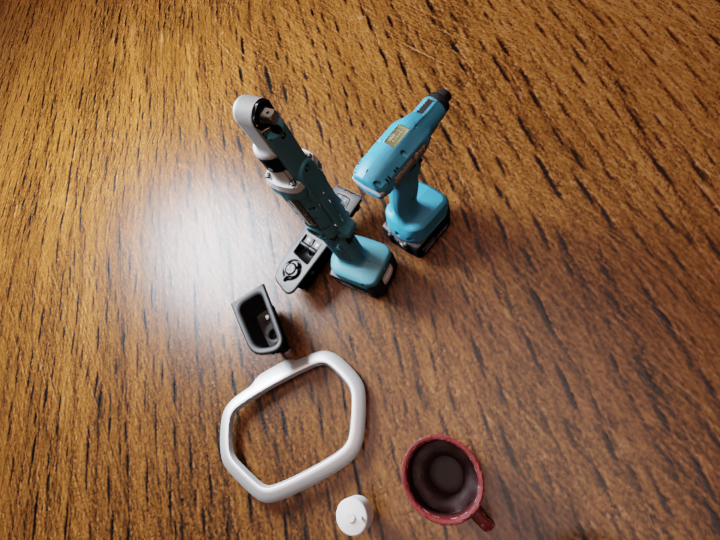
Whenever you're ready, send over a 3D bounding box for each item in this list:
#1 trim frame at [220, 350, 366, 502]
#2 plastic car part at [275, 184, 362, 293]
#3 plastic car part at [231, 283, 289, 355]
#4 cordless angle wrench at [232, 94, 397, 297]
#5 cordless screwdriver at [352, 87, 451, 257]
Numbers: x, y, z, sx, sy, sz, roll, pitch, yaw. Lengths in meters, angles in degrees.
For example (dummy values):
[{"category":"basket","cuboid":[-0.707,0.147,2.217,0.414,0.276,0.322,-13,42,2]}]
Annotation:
[{"category":"trim frame","cuboid":[-0.104,0.228,0.642,0.250,0.026,0.192,-32,61,5]},{"category":"plastic car part","cuboid":[-0.071,-0.046,0.727,0.070,0.064,0.203,33,82,27]},{"category":"plastic car part","cuboid":[-0.154,0.093,0.695,0.066,0.067,0.122,-33,61,3]},{"category":"cordless angle wrench","cuboid":[-0.043,-0.068,0.530,0.102,0.403,0.074,22,77,24]},{"category":"cordless screwdriver","cuboid":[0.082,-0.127,0.604,0.078,0.237,0.159,37,83,26]}]
